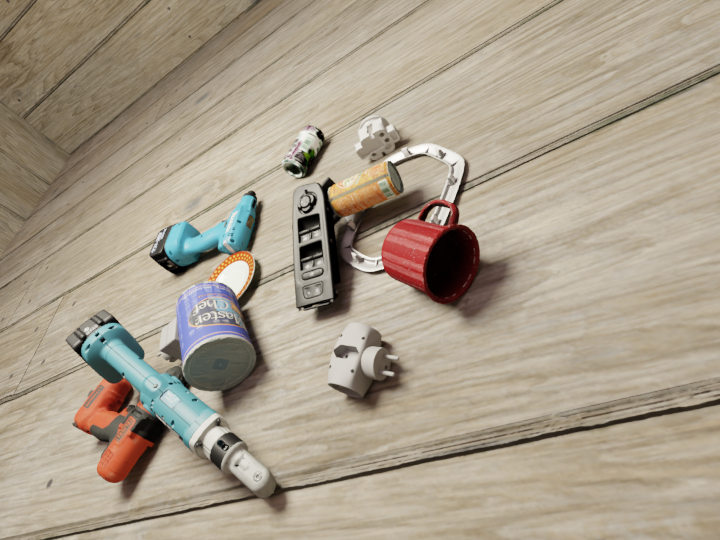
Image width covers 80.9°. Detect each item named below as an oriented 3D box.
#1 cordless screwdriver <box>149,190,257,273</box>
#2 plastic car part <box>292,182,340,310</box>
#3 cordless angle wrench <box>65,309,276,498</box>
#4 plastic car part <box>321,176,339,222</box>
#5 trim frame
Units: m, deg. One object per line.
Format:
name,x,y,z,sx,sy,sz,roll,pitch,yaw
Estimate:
cordless screwdriver,-0.331,-0.085,0.915,0.257,0.070,0.163,-12,49,27
plastic car part,-0.063,-0.041,0.646,0.068,0.063,0.208,-23,67,34
cordless angle wrench,-0.275,0.177,0.593,0.446,0.094,0.073,20,52,34
plastic car part,-0.080,-0.103,0.739,0.116,0.063,0.074,-47,25,2
trim frame,0.056,-0.105,0.648,0.194,0.026,0.250,5,62,43
